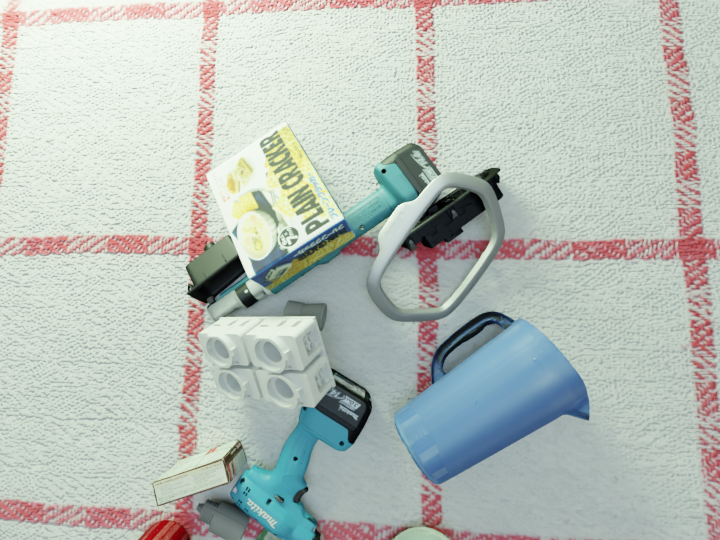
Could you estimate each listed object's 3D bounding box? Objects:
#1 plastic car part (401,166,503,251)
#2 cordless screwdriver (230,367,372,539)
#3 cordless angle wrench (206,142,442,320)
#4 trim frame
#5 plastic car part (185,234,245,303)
[{"bbox_3d":[0.145,-0.090,0.665,0.203,0.067,0.067,-39,94,-1],"label":"plastic car part"},{"bbox_3d":[-0.066,0.285,0.632,0.162,0.073,0.249,35,91,7],"label":"cordless screwdriver"},{"bbox_3d":[-0.066,-0.043,0.676,0.424,0.073,0.099,-34,82,3],"label":"cordless angle wrench"},{"bbox_3d":[0.114,-0.028,0.635,0.177,0.028,0.248,30,101,-22],"label":"trim frame"},{"bbox_3d":[-0.238,-0.011,0.695,0.116,0.063,0.074,-42,70,-5],"label":"plastic car part"}]
